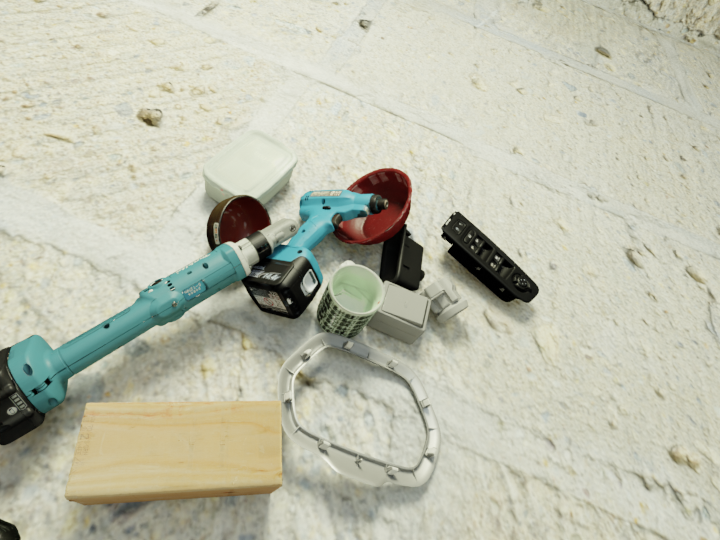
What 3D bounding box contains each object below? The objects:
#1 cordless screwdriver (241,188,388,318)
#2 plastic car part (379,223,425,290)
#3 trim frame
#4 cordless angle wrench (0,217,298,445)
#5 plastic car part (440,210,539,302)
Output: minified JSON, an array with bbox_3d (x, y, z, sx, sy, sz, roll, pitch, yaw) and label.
[{"bbox_3d":[-0.064,-0.042,0.658,0.166,0.071,0.249,2,45,29],"label":"cordless screwdriver"},{"bbox_3d":[0.078,-0.010,0.729,0.068,0.067,0.119,22,54,-21],"label":"plastic car part"},{"bbox_3d":[0.005,0.181,0.562,0.243,0.028,0.187,26,46,-13],"label":"trim frame"},{"bbox_3d":[-0.250,0.038,0.539,0.415,0.072,0.103,-35,27,-25],"label":"cordless angle wrench"},{"bbox_3d":[0.223,-0.012,0.759,0.206,0.067,0.065,40,47,8],"label":"plastic car part"}]
